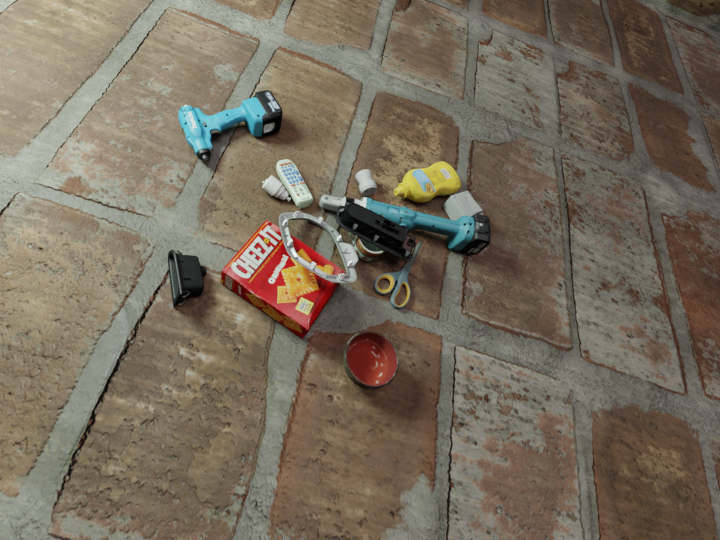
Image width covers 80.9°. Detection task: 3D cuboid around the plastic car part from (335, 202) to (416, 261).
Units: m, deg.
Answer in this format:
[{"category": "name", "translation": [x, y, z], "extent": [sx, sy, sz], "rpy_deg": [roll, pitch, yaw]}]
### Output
[{"category": "plastic car part", "translation": [0.037, -0.096, 0.964], "extent": [0.204, 0.066, 0.067], "rpy_deg": [25, 64, 2]}]

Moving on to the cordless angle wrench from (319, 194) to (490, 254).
[{"category": "cordless angle wrench", "translation": [0.106, -0.128, 1.048], "extent": [0.419, 0.097, 0.076], "rpy_deg": [12, 64, -5]}]

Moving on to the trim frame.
[{"category": "trim frame", "translation": [-0.091, -0.059, 0.926], "extent": [0.176, 0.027, 0.260], "rpy_deg": [17, 28, -28]}]

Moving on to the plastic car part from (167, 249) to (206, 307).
[{"category": "plastic car part", "translation": [-0.351, 0.009, 0.864], "extent": [0.068, 0.067, 0.121], "rpy_deg": [3, 58, -34]}]

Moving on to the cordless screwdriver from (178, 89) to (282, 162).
[{"category": "cordless screwdriver", "translation": [-0.316, -0.361, 1.065], "extent": [0.243, 0.074, 0.164], "rpy_deg": [-20, 70, -20]}]
